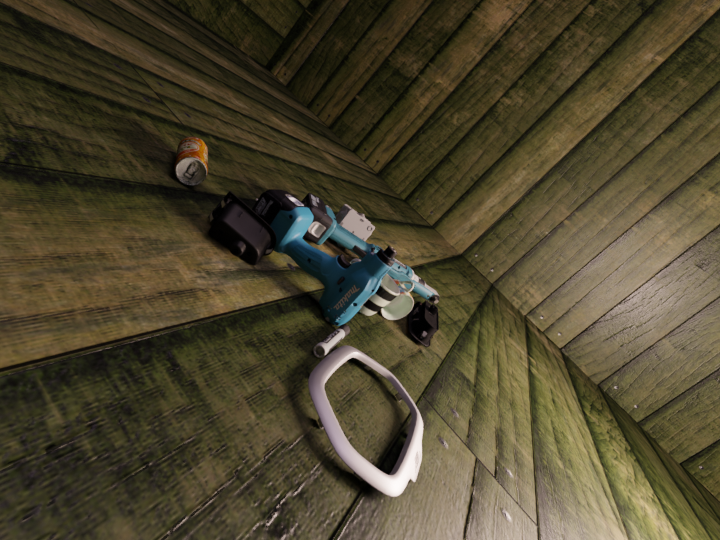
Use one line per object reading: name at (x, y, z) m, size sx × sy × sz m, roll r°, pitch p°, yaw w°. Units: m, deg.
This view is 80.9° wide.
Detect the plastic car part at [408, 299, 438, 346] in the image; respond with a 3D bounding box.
plastic car part at (0.152, 0.115, 0.976) m, size 0.066 × 0.068 × 0.201 m, roll 49°, pitch 20°, yaw -3°

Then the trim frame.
trim frame at (0.015, 0.186, 0.560) m, size 0.188 × 0.028 × 0.242 m, roll 44°, pitch 15°, yaw 9°

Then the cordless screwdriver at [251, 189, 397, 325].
cordless screwdriver at (-0.070, -0.046, 0.713) m, size 0.255 × 0.160 × 0.072 m, roll 45°, pitch 17°, yaw 13°

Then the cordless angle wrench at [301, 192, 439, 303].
cordless angle wrench at (0.029, -0.032, 0.996) m, size 0.407 × 0.074 × 0.101 m, roll 32°, pitch 20°, yaw -20°

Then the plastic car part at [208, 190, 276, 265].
plastic car part at (-0.188, -0.054, 0.661) m, size 0.114 × 0.067 × 0.071 m, roll 42°, pitch 32°, yaw -12°
